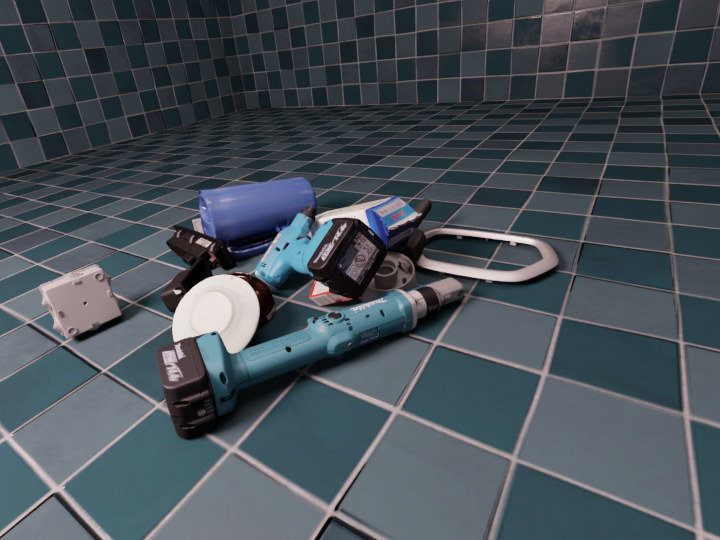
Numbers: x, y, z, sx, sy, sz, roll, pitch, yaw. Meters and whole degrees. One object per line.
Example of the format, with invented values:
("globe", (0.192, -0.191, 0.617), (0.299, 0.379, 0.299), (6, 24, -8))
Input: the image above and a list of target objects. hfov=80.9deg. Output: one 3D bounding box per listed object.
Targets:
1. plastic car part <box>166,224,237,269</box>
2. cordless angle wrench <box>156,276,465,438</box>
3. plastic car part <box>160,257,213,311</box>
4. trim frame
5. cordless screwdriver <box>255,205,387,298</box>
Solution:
("plastic car part", (-0.333, -0.041, 0.855), (0.215, 0.063, 0.067), (23, 65, 42))
("cordless angle wrench", (-0.034, 0.080, 0.546), (0.412, 0.072, 0.103), (-17, 29, -22))
("plastic car part", (-0.298, 0.030, 0.716), (0.071, 0.064, 0.120), (-20, 24, 4))
("trim frame", (0.204, -0.032, 0.738), (0.260, 0.027, 0.181), (8, 33, 29))
("cordless screwdriver", (-0.064, -0.042, 0.653), (0.260, 0.071, 0.159), (3, 58, 55))
